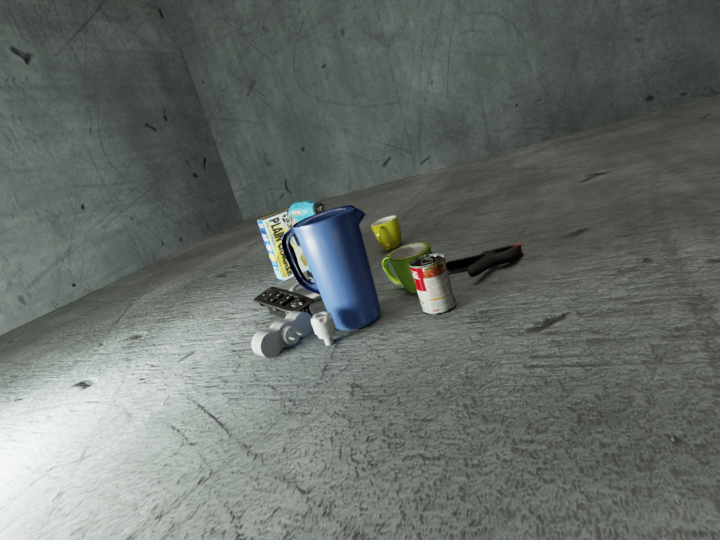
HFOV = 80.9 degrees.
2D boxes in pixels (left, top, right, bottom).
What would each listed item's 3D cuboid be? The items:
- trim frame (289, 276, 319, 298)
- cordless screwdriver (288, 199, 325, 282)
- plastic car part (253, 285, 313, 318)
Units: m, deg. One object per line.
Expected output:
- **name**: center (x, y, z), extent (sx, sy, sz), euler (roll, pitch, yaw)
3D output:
- **trim frame**: center (-0.096, 0.030, 1.190), extent (0.242, 0.027, 0.193), euler (-27, 18, -29)
- **cordless screwdriver**: center (-0.114, -0.074, 1.164), extent (0.072, 0.244, 0.166), euler (-24, 14, -28)
- **plastic car part**: center (-0.183, 0.088, 1.027), extent (0.064, 0.066, 0.213), euler (-28, 18, -35)
